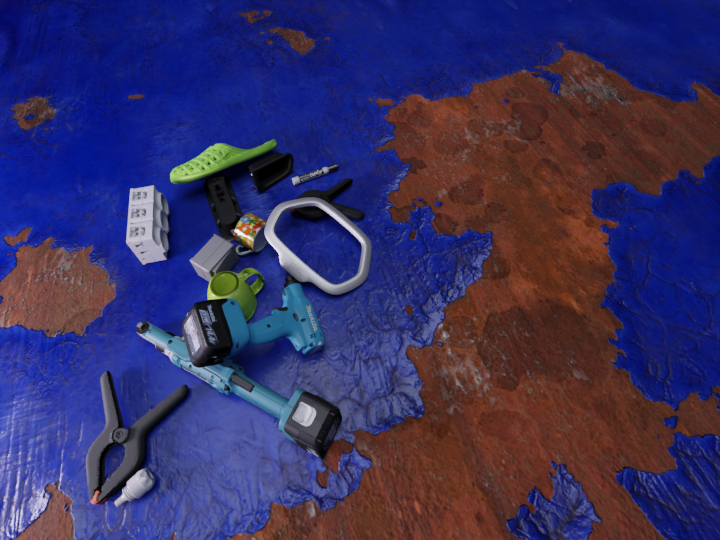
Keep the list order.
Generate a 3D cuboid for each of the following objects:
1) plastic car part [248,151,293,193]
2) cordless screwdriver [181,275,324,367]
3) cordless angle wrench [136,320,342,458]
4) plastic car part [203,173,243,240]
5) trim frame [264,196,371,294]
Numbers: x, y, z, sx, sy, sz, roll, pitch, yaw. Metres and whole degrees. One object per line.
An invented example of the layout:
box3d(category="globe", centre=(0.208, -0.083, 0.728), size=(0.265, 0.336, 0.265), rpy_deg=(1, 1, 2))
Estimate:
box3d(category="plastic car part", centre=(-0.228, -0.254, 1.045), size=(0.115, 0.063, 0.075), rpy_deg=(-39, 51, -24))
box3d(category="cordless screwdriver", centre=(-0.187, 0.081, 0.757), size=(0.237, 0.075, 0.166), rpy_deg=(0, 54, -39))
box3d(category="cordless angle wrench", centre=(-0.237, 0.187, 0.750), size=(0.439, 0.094, 0.074), rpy_deg=(21, 61, 20))
box3d(category="plastic car part", centre=(-0.318, -0.158, 0.986), size=(0.065, 0.065, 0.211), rpy_deg=(-17, 61, -18))
box3d(category="trim frame", centre=(-0.088, -0.057, 0.898), size=(0.252, 0.027, 0.182), rpy_deg=(40, 63, 8))
